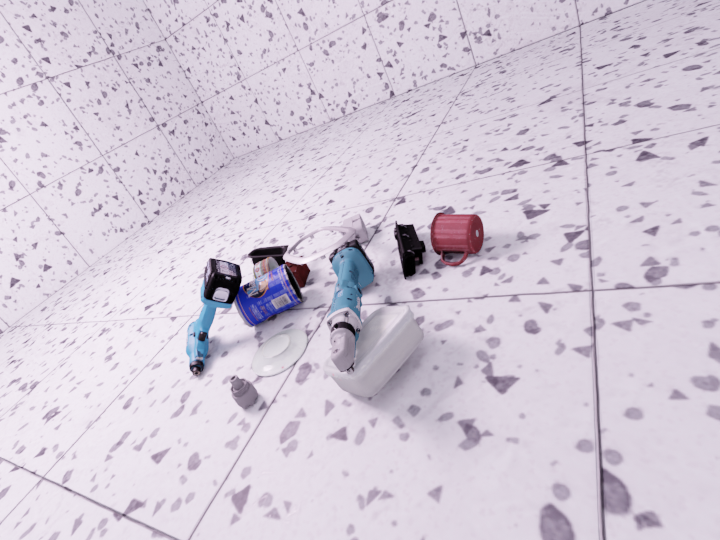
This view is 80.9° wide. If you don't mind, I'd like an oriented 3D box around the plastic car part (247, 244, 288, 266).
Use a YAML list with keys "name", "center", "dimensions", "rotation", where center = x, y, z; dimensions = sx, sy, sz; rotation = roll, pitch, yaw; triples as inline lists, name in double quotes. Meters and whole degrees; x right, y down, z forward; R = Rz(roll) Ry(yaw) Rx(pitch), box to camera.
- name: "plastic car part"
  center: [-0.265, -0.029, 1.240]
  dimensions: [0.118, 0.069, 0.067]
  rotation: [-7, 28, 6]

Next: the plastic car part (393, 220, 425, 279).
- name: "plastic car part"
  center: [0.110, -0.062, 0.969]
  dimensions: [0.067, 0.064, 0.209]
  rotation: [-15, 29, 3]

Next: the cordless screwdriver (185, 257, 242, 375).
- name: "cordless screwdriver"
  center: [-0.346, 0.106, 0.969]
  dimensions: [0.247, 0.071, 0.167]
  rotation: [-62, 30, 23]

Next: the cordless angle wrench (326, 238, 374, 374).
- name: "cordless angle wrench"
  center: [-0.023, 0.051, 0.787]
  dimensions: [0.075, 0.095, 0.429]
  rotation: [-31, 17, 12]

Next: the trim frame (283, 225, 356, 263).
- name: "trim frame"
  center: [-0.107, -0.070, 1.094]
  dimensions: [0.182, 0.027, 0.259]
  rotation: [-38, 21, -19]
